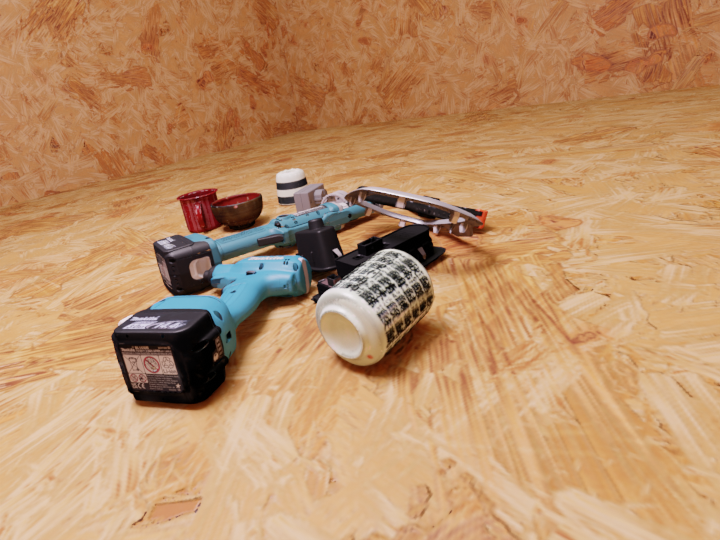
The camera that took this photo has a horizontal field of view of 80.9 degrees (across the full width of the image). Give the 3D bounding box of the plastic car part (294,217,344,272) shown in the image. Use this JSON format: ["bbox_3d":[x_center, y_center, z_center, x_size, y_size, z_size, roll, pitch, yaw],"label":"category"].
[{"bbox_3d":[-0.058,-0.038,0.595,0.064,0.070,0.120,-19,8,-23],"label":"plastic car part"}]

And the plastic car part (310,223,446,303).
[{"bbox_3d":[0.028,-0.014,0.550,0.197,0.066,0.070,-23,18,-34],"label":"plastic car part"}]

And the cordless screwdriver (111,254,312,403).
[{"bbox_3d":[-0.173,0.043,0.488,0.164,0.073,0.246,-2,20,20],"label":"cordless screwdriver"}]

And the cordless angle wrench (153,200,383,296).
[{"bbox_3d":[-0.129,-0.068,0.731,0.410,0.072,0.103,-22,25,-31],"label":"cordless angle wrench"}]

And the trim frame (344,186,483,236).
[{"bbox_3d":[0.069,-0.083,0.613,0.181,0.027,0.252,15,0,-11],"label":"trim frame"}]
